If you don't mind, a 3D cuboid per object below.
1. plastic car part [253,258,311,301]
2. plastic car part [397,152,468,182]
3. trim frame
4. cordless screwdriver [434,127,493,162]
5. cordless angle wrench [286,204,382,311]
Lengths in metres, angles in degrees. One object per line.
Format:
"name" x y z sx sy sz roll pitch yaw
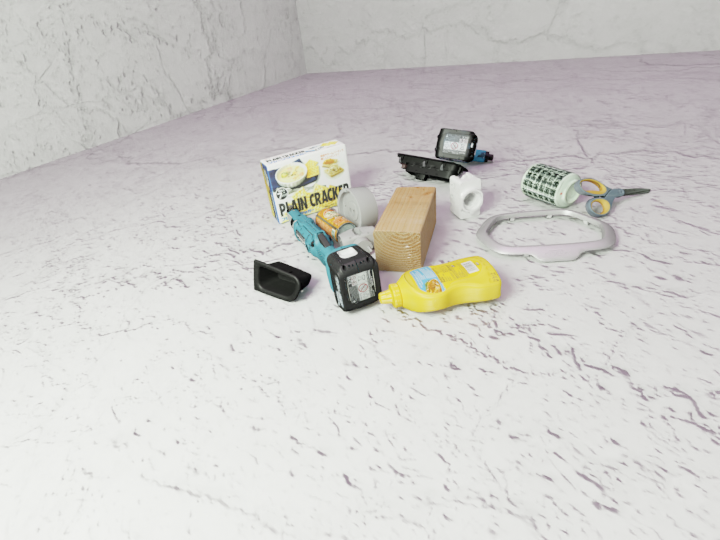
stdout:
"plastic car part" -0.143 0.015 0.815 0.122 0.065 0.069 16 25 29
"plastic car part" 0.190 -0.279 1.161 0.214 0.062 0.067 18 83 38
"trim frame" 0.360 -0.074 0.836 0.252 0.026 0.188 -3 32 8
"cordless screwdriver" 0.282 -0.323 1.139 0.163 0.074 0.244 12 13 12
"cordless angle wrench" -0.087 -0.057 0.887 0.073 0.095 0.445 -19 29 -17
